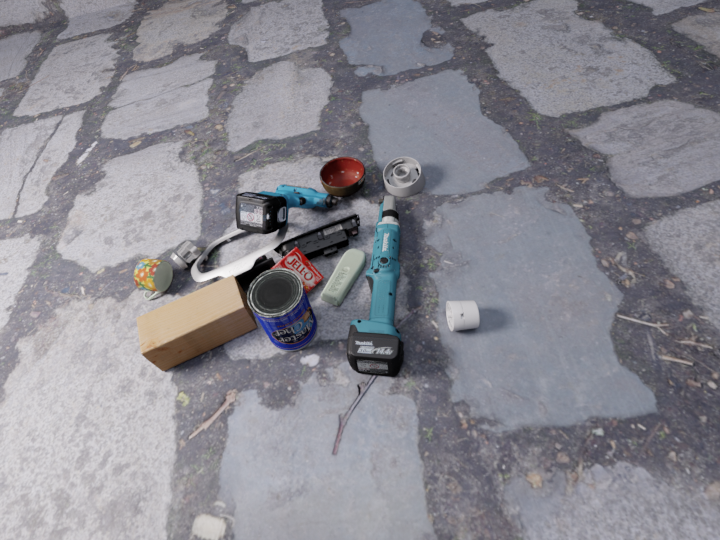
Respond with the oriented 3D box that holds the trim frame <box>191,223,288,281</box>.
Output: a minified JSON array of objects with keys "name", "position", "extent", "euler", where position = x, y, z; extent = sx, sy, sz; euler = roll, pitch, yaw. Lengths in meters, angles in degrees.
[{"name":"trim frame","position":[-0.273,-0.050,0.954],"extent":[0.250,0.026,0.192],"euler":[-23,34,4]}]

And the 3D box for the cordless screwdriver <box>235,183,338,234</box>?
[{"name":"cordless screwdriver","position":[-0.161,-0.146,0.950],"extent":[0.164,0.073,0.245],"euler":[10,22,16]}]

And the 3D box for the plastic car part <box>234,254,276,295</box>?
[{"name":"plastic car part","position":[-0.239,0.003,0.929],"extent":[0.116,0.063,0.074],"euler":[-23,38,-2]}]

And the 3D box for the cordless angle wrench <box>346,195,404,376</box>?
[{"name":"cordless angle wrench","position":[0.047,-0.003,0.861],"extent":[0.100,0.071,0.432],"euler":[0,52,11]}]

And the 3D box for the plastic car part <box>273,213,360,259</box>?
[{"name":"plastic car part","position":[-0.092,-0.060,0.943],"extent":[0.203,0.065,0.068],"euler":[-16,77,-1]}]
